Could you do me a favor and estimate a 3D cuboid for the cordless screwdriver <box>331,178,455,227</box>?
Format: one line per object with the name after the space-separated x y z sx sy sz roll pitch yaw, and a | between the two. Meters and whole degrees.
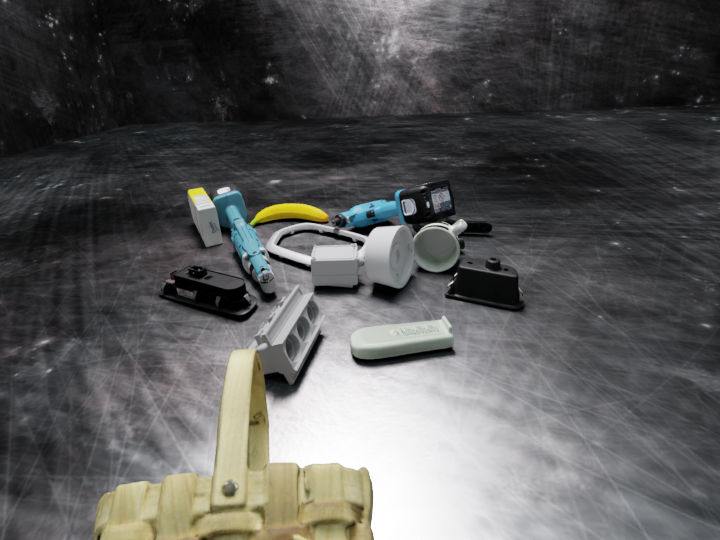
0.061 -0.127 0.891 0.154 0.074 0.259 -18 9 -34 | cordless screwdriver

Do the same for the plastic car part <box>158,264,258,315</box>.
-0.265 0.027 0.738 0.212 0.066 0.064 14 24 27 | plastic car part

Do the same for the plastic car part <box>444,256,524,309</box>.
0.203 0.012 0.679 0.122 0.069 0.065 9 30 30 | plastic car part

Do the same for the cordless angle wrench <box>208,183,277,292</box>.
-0.247 -0.071 0.900 0.073 0.094 0.446 -21 35 -16 | cordless angle wrench

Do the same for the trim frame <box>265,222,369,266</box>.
-0.088 -0.058 0.905 0.262 0.027 0.180 14 34 35 | trim frame
